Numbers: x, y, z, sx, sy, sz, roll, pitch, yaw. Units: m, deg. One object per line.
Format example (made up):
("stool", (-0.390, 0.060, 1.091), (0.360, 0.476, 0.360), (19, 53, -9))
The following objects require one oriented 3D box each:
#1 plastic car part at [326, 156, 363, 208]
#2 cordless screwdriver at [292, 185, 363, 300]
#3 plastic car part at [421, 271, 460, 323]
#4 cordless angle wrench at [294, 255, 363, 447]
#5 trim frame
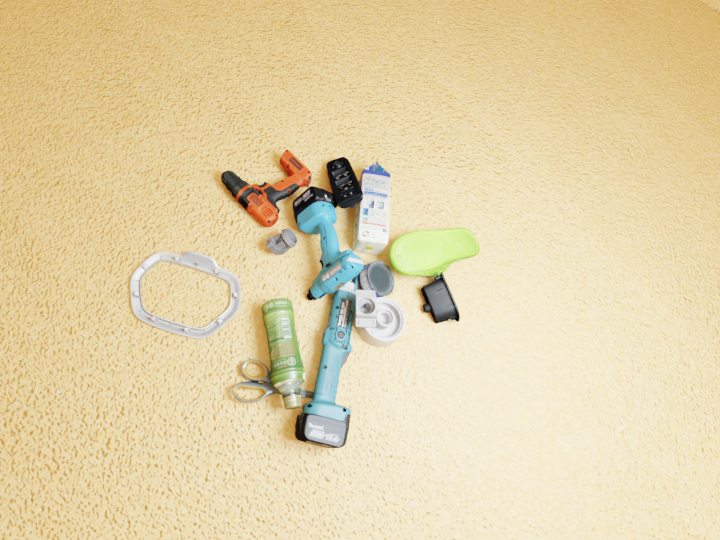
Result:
("plastic car part", (-0.037, -0.216, 1.053), (0.067, 0.063, 0.212), (-29, 46, 10))
("cordless screwdriver", (-0.096, -0.063, 0.985), (0.070, 0.161, 0.259), (14, 46, -46))
("plastic car part", (0.180, 0.072, 0.994), (0.071, 0.064, 0.119), (-17, 73, -1))
("cordless angle wrench", (-0.050, 0.148, 0.916), (0.096, 0.074, 0.430), (17, 60, -13))
("trim frame", (-0.389, 0.047, 0.939), (0.249, 0.027, 0.186), (17, 64, 1))
